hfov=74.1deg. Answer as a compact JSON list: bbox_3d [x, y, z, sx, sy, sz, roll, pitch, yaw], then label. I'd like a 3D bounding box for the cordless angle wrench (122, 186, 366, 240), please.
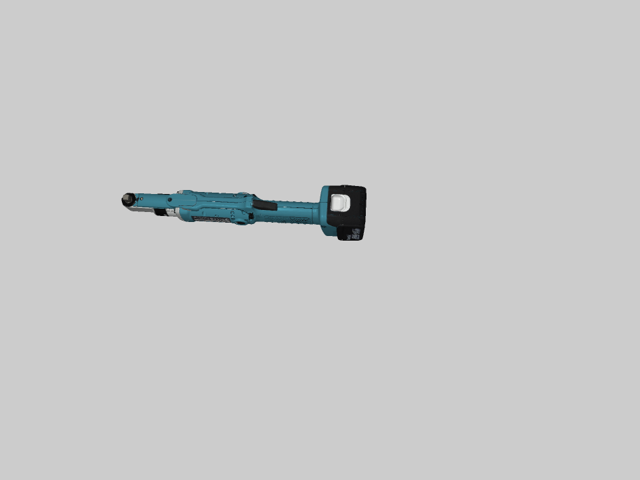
[{"bbox_3d":[-0.135,-0.055,0.739,0.423,0.074,0.098,3,-17,4],"label":"cordless angle wrench"}]
